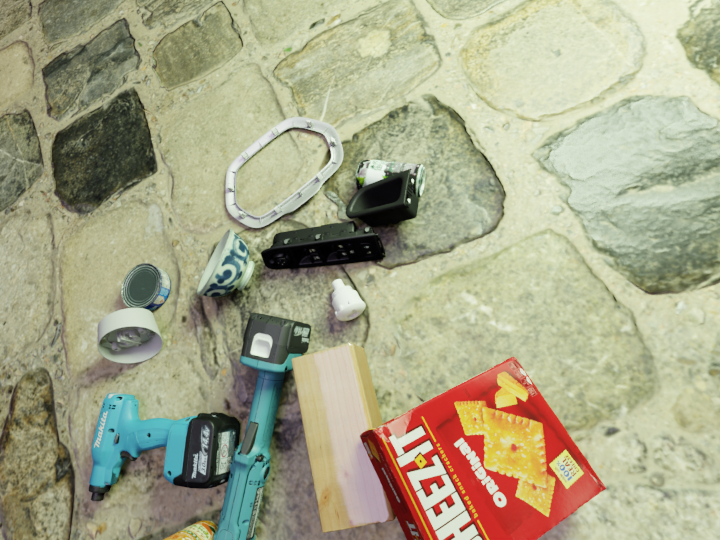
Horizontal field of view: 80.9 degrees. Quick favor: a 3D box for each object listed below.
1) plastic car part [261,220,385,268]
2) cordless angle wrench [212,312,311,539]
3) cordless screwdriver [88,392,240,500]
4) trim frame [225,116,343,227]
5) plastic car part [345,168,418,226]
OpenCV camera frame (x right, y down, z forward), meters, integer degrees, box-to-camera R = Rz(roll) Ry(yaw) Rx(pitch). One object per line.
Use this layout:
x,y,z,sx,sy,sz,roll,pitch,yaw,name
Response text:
-0.067,-0.044,0.686,0.207,0.063,0.069,-10,61,14,plastic car part
-0.157,0.277,0.598,0.077,0.094,0.426,7,79,17,cordless angle wrench
-0.313,0.285,0.649,0.257,0.071,0.161,0,73,21,cordless screwdriver
-0.147,-0.186,0.779,0.248,0.026,0.192,-37,66,1,trim frame
0.043,-0.100,0.660,0.121,0.067,0.067,-13,52,44,plastic car part
